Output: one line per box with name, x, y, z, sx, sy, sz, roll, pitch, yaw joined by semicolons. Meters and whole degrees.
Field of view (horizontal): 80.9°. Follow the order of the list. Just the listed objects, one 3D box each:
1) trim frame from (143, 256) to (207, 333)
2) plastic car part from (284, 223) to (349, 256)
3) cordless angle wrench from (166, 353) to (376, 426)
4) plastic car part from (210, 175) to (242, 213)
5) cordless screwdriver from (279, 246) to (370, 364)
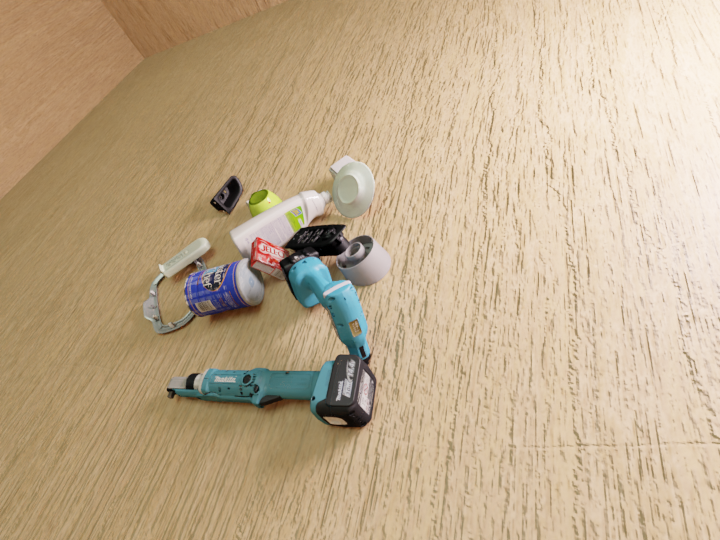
trim frame;-0.462;0.052;1.059;0.184;0.026;0.262;-35;45;-1
plastic car part;-0.088;-0.057;0.897;0.066;0.065;0.211;-45;20;-24
cordless angle wrench;-0.184;0.204;0.742;0.439;0.070;0.099;-7;49;27
plastic car part;-0.400;-0.219;1.243;0.073;0.063;0.118;-15;41;36
cordless screwdriver;-0.061;0.059;0.769;0.073;0.153;0.261;-26;28;-17
